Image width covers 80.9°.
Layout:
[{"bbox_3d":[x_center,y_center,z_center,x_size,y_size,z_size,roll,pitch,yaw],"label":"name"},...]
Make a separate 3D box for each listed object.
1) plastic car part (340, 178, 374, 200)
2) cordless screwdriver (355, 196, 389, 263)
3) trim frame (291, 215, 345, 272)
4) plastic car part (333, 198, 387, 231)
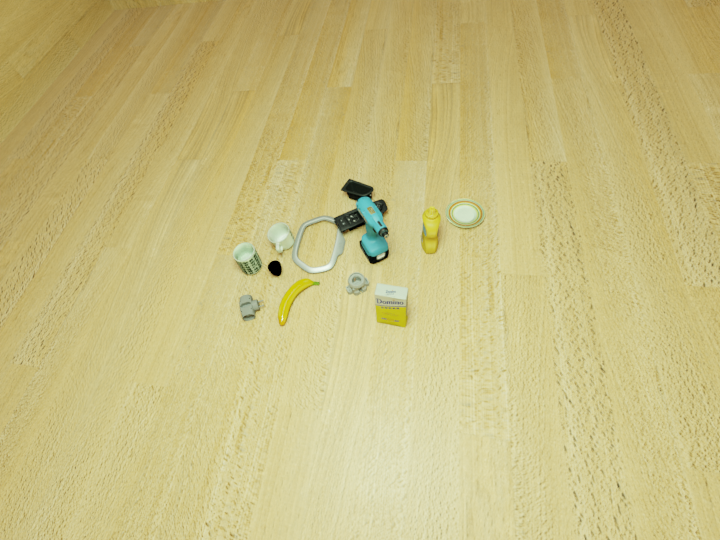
[{"bbox_3d":[-0.006,-0.291,1.600,0.122,0.068,0.066,24,64,24],"label":"plastic car part"},{"bbox_3d":[0.050,-0.108,1.364,0.074,0.239,0.167,-25,57,-9],"label":"cordless screwdriver"},{"bbox_3d":[-0.149,-0.098,1.526,0.189,0.026,0.253,3,58,13],"label":"trim frame"},{"bbox_3d":[0.007,-0.192,1.534,0.201,0.064,0.069,-27,57,-7],"label":"plastic car part"}]
